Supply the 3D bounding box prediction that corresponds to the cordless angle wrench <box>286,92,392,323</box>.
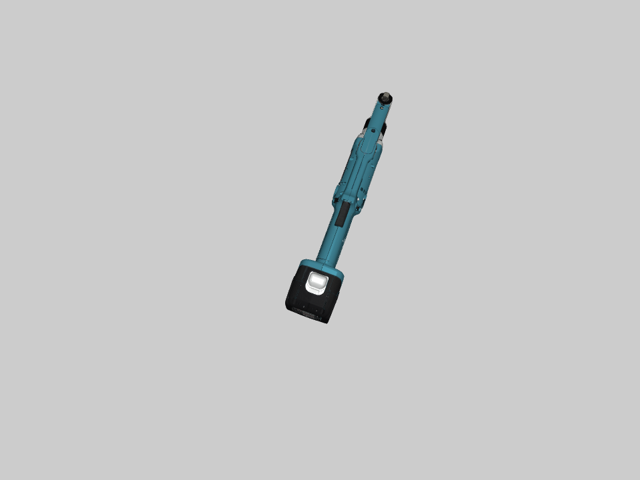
[{"bbox_3d":[0.050,-0.073,0.722,0.074,0.422,0.098,19,-17,4],"label":"cordless angle wrench"}]
